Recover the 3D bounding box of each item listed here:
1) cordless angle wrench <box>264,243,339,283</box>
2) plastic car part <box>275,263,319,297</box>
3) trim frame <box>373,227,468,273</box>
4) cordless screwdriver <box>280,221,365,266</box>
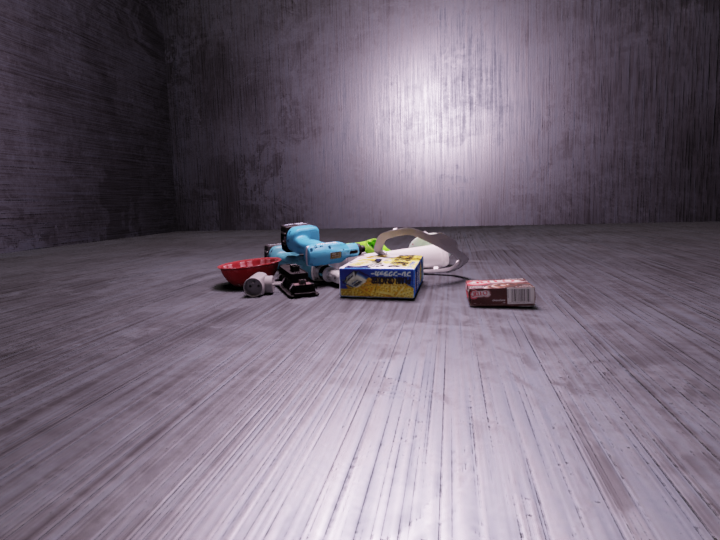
[{"bbox_3d":[-0.157,-0.016,1.174,0.094,0.073,0.444,-7,13,-30],"label":"cordless angle wrench"},{"bbox_3d":[-0.160,0.018,0.996,0.065,0.066,0.210,-12,9,-20],"label":"plastic car part"},{"bbox_3d":[0.148,-0.046,1.046,0.238,0.028,0.189,26,-29,-25],"label":"trim frame"},{"bbox_3d":[-0.110,-0.072,1.128,0.154,0.073,0.262,-9,19,-27],"label":"cordless screwdriver"}]
